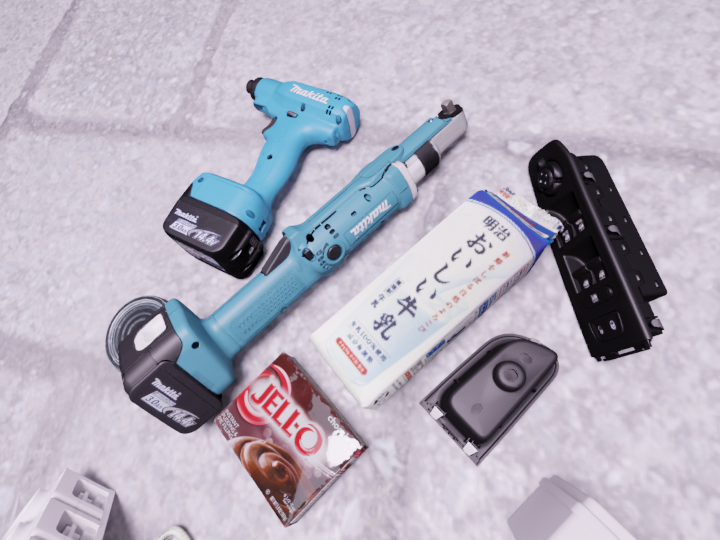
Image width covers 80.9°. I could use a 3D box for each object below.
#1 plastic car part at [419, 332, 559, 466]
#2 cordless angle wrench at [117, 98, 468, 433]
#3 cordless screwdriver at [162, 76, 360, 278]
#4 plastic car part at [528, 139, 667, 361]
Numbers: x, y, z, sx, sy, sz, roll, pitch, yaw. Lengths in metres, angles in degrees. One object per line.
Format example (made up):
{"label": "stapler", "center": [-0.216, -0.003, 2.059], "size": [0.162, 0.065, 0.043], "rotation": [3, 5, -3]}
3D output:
{"label": "plastic car part", "center": [0.111, 0.093, 0.343], "size": [0.116, 0.068, 0.069], "rotation": [-44, 68, -3]}
{"label": "cordless angle wrench", "center": [-0.041, -0.027, 0.424], "size": [0.421, 0.093, 0.078], "rotation": [-43, 37, -10]}
{"label": "cordless screwdriver", "center": [-0.129, -0.125, 0.494], "size": [0.166, 0.071, 0.248], "rotation": [27, 73, 22]}
{"label": "plastic car part", "center": [0.209, -0.031, 0.372], "size": [0.067, 0.064, 0.209], "rotation": [-12, 66, -3]}
